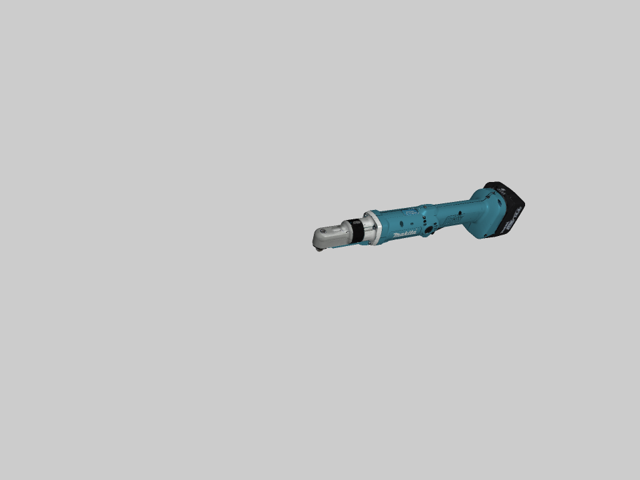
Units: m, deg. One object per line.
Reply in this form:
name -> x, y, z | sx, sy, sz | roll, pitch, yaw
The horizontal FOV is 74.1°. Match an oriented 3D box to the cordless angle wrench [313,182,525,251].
cordless angle wrench -> 0.180, -0.034, 0.761 | 0.422, 0.098, 0.074 | -9, 45, -24
